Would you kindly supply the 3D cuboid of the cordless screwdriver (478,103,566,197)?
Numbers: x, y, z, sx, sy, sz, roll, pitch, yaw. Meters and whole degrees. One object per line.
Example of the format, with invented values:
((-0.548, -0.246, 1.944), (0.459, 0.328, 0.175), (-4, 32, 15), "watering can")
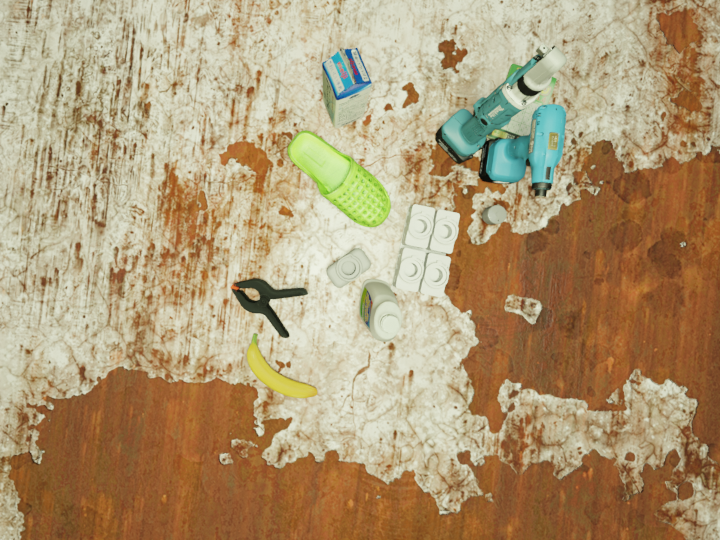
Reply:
((0.316, -0.213, 0.841), (0.074, 0.250, 0.159), (6, 91, -5), "cordless screwdriver")

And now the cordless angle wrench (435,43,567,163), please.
((0.238, -0.285, 0.756), (0.074, 0.425, 0.097), (-43, 95, -2), "cordless angle wrench")
